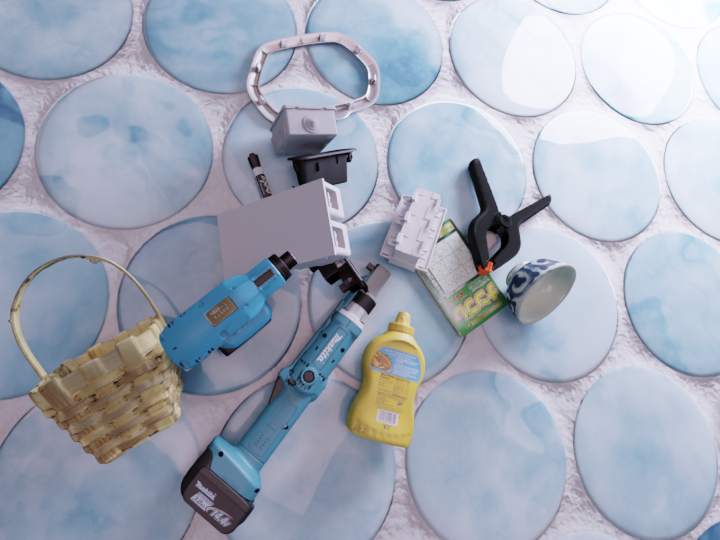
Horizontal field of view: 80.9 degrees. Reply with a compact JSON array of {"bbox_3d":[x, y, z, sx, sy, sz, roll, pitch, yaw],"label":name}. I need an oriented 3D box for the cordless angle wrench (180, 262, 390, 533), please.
[{"bbox_3d":[-0.082,0.156,0.622,0.098,0.074,0.421,38,72,1],"label":"cordless angle wrench"}]

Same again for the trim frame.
[{"bbox_3d":[-0.081,-0.346,0.759,0.244,0.028,0.186,-15,81,-14],"label":"trim frame"}]

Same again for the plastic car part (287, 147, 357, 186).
[{"bbox_3d":[-0.065,-0.159,0.690,0.113,0.069,0.069,-25,113,-37],"label":"plastic car part"}]

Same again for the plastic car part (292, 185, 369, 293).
[{"bbox_3d":[-0.065,-0.042,0.660,0.067,0.063,0.210,-35,69,10],"label":"plastic car part"}]

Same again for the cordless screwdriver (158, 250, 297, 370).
[{"bbox_3d":[-0.150,0.045,0.540,0.158,0.250,0.074,-40,91,-11],"label":"cordless screwdriver"}]
